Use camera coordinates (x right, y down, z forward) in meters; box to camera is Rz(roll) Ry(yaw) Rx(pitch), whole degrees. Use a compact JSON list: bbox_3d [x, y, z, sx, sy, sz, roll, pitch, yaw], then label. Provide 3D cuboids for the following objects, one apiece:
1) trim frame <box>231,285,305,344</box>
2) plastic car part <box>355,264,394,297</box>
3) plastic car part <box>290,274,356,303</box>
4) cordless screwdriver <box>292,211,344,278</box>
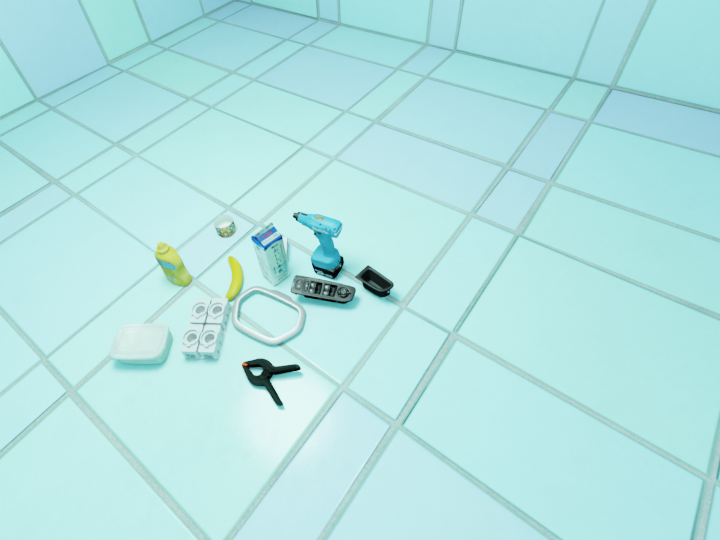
[{"bbox_3d":[-0.293,0.136,1.334,0.258,0.026,0.184,20,56,21],"label":"trim frame"},{"bbox_3d":[0.048,0.048,1.341,0.122,0.068,0.065,35,61,28],"label":"plastic car part"},{"bbox_3d":[-0.117,0.070,1.343,0.207,0.064,0.067,7,52,11],"label":"plastic car part"},{"bbox_3d":[-0.133,-0.087,1.360,0.165,0.240,0.074,20,55,18],"label":"cordless screwdriver"}]
